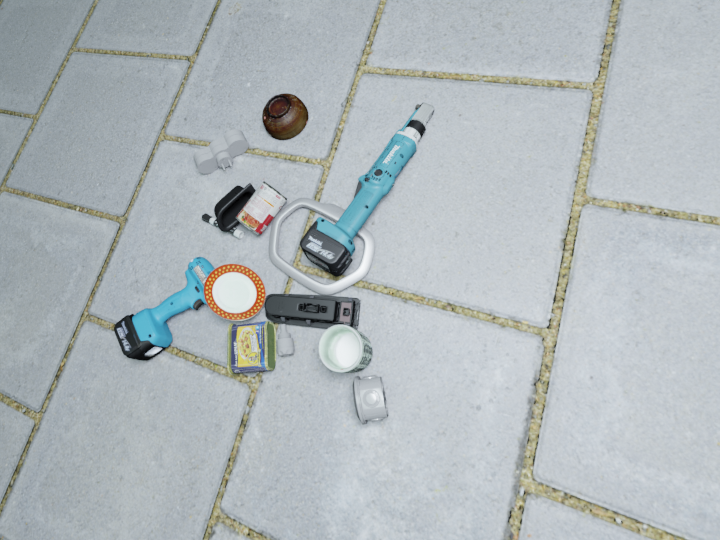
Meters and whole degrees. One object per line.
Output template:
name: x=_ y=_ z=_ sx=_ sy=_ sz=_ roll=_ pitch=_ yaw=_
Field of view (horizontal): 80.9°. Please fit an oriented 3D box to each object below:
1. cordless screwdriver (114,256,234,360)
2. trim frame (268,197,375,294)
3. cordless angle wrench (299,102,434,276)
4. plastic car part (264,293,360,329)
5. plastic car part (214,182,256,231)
cordless screwdriver: x=-0.394 y=0.102 z=0.914 sx=0.248 sy=0.071 sz=0.166 roll=-40 pitch=67 yaw=-2
trim frame: x=-0.087 y=-0.057 z=0.893 sx=0.260 sy=0.026 sz=0.184 roll=30 pitch=85 yaw=24
cordless angle wrench: x=0.036 y=-0.184 z=0.862 sx=0.102 sy=0.071 sz=0.422 roll=29 pitch=76 yaw=20
plastic car part: x=-0.107 y=0.079 z=0.840 sx=0.210 sy=0.064 sz=0.067 roll=2 pitch=82 yaw=20
plastic car part: x=-0.291 y=-0.151 z=0.963 sx=0.116 sy=0.062 sz=0.075 roll=-40 pitch=47 yaw=-8
